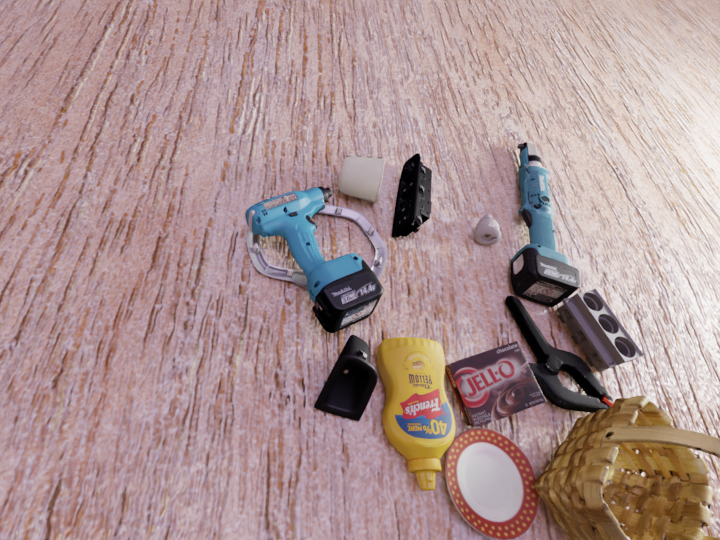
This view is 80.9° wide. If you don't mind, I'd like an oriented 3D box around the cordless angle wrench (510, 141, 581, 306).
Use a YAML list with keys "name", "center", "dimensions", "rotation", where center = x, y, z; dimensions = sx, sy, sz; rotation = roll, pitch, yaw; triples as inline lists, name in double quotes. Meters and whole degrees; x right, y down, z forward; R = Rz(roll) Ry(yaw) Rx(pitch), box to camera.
- name: "cordless angle wrench"
  center: [0.358, -0.127, 0.860]
  dimensions: [0.097, 0.073, 0.430]
  rotation: [17, 52, -4]

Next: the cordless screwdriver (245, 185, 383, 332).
- name: "cordless screwdriver"
  center: [-0.057, -0.036, 0.671]
  dimensions: [0.155, 0.073, 0.260]
  rotation: [-26, 62, -28]

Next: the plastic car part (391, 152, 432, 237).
- name: "plastic car part"
  center: [0.108, -0.148, 0.818]
  dimensions: [0.065, 0.066, 0.208]
  rotation: [18, 53, -16]

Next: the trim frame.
- name: "trim frame"
  center: [-0.071, -0.047, 0.729]
  dimensions: [0.244, 0.027, 0.189]
  rotation: [7, 56, -11]

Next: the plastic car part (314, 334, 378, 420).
- name: "plastic car part"
  center: [-0.013, 0.136, 0.574]
  dimensions: [0.065, 0.115, 0.072]
  rotation: [17, 31, -6]
